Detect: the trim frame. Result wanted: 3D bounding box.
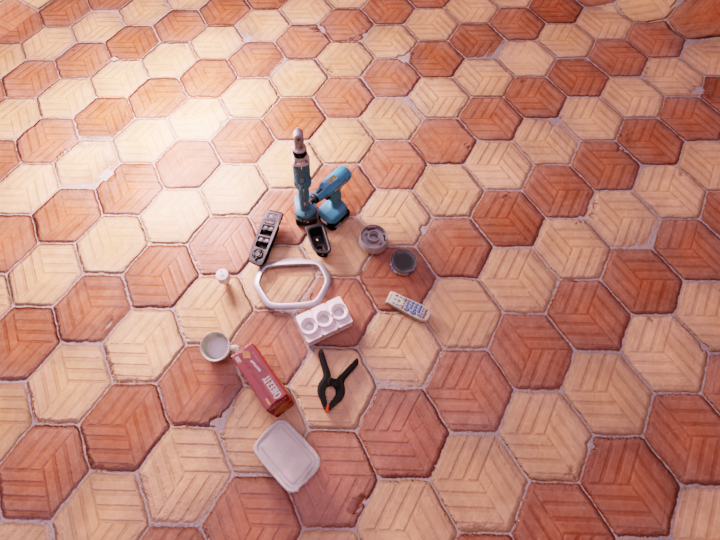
[{"bbox_3d":[-0.219,0.038,1.358,0.248,0.027,0.189,-5,64,-1],"label":"trim frame"}]

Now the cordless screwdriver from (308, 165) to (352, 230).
[{"bbox_3d":[-0.102,-0.214,1.360,0.077,0.243,0.158,41,70,14],"label":"cordless screwdriver"}]

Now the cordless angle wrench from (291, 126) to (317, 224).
[{"bbox_3d":[-0.178,-0.277,1.299,0.074,0.413,0.101,-5,66,-6],"label":"cordless angle wrench"}]

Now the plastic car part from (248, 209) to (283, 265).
[{"bbox_3d":[-0.316,-0.102,1.408,0.067,0.065,0.205,14,65,5],"label":"plastic car part"}]

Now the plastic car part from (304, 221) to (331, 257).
[{"bbox_3d":[-0.136,-0.089,1.396,0.065,0.069,0.121,-16,65,-9],"label":"plastic car part"}]
